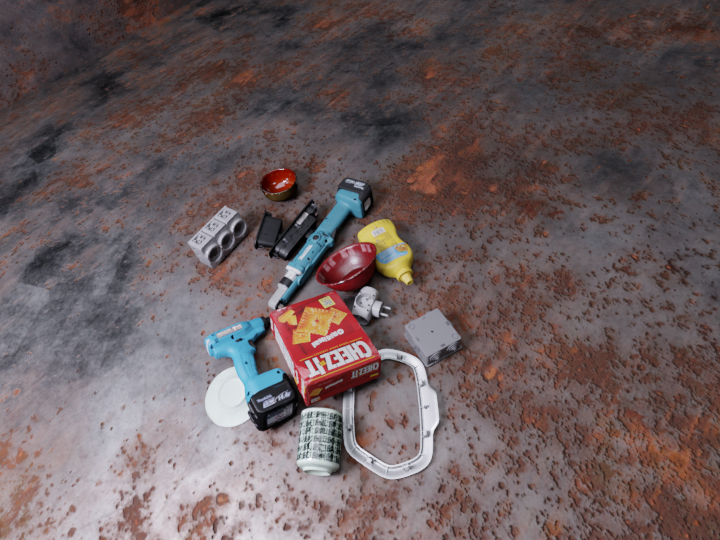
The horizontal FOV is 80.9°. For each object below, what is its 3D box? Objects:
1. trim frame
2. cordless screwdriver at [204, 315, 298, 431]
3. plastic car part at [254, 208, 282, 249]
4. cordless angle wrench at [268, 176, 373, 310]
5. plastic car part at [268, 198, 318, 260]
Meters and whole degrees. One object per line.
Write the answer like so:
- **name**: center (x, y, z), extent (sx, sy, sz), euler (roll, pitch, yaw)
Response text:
- **trim frame**: center (0.056, 0.268, 0.828), extent (0.187, 0.026, 0.255), euler (-4, 51, 9)
- **cordless screwdriver**: center (-0.214, 0.202, 0.909), extent (0.155, 0.072, 0.263), euler (-23, 48, -30)
- **plastic car part**: center (-0.246, -0.103, 1.169), extent (0.071, 0.064, 0.119), euler (7, 57, -1)
- **cordless angle wrench**: center (-0.108, -0.071, 1.102), extent (0.103, 0.071, 0.422), euler (21, 63, 26)
- **plastic car part**: center (-0.172, -0.099, 1.147), extent (0.068, 0.066, 0.201), euler (38, 65, 4)
